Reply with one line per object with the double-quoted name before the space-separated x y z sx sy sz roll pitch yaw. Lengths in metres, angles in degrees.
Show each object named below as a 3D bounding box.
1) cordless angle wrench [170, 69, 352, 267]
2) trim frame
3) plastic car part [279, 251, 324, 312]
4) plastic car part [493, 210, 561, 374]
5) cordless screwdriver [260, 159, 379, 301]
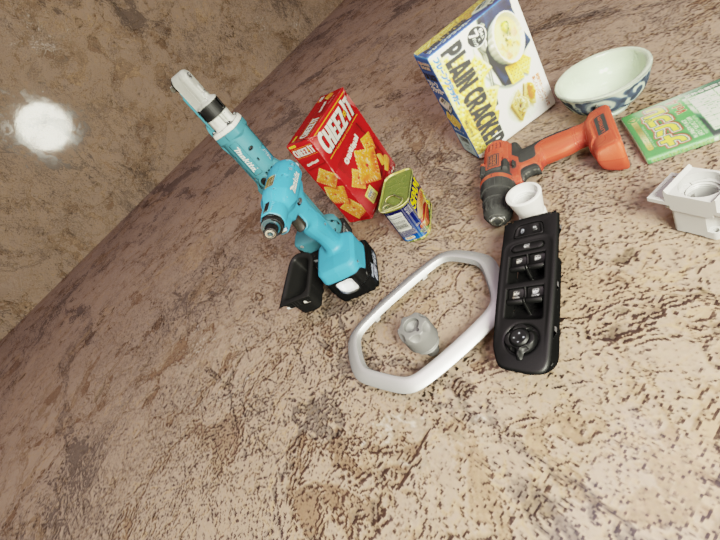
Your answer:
"cordless angle wrench" -0.161 -0.167 0.738 0.100 0.402 0.076 -24 36 26
"trim frame" 0.086 0.063 0.580 0.248 0.026 0.194 -44 35 -2
"plastic car part" -0.094 0.028 0.758 0.068 0.067 0.119 -23 38 26
"plastic car part" 0.194 0.030 0.478 0.069 0.064 0.205 -10 46 39
"cordless screwdriver" -0.064 -0.042 0.655 0.076 0.236 0.164 -26 36 23
